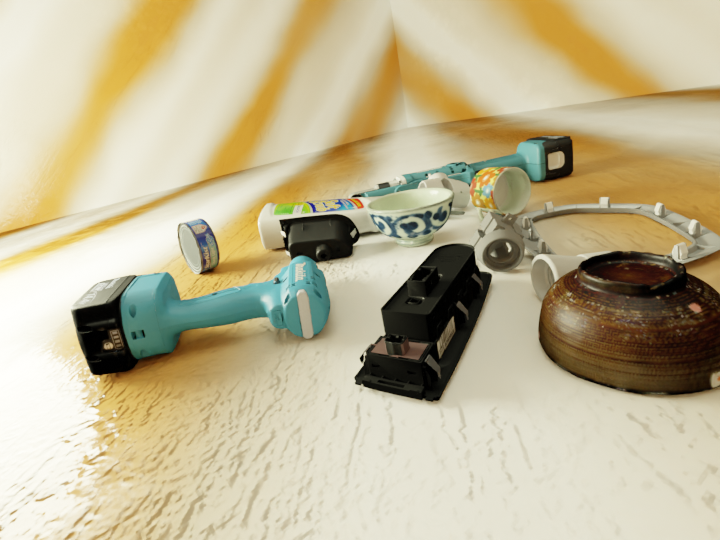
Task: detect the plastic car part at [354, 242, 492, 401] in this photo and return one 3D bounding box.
[{"bbox_3d":[0.063,0.026,0.370,0.069,0.066,0.198,-7,16,34],"label":"plastic car part"}]

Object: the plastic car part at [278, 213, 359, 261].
[{"bbox_3d":[-0.061,-0.040,0.619,0.118,0.063,0.073,-6,34,8],"label":"plastic car part"}]

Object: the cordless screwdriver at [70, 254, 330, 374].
[{"bbox_3d":[-0.160,0.031,0.463,0.248,0.073,0.163,-9,19,-2],"label":"cordless screwdriver"}]

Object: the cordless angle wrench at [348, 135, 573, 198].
[{"bbox_3d":[0.182,-0.178,0.805,0.421,0.072,0.101,-13,19,-4],"label":"cordless angle wrench"}]

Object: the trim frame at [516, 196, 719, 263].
[{"bbox_3d":[0.272,-0.048,0.489,0.189,0.027,0.249,-7,23,16],"label":"trim frame"}]
